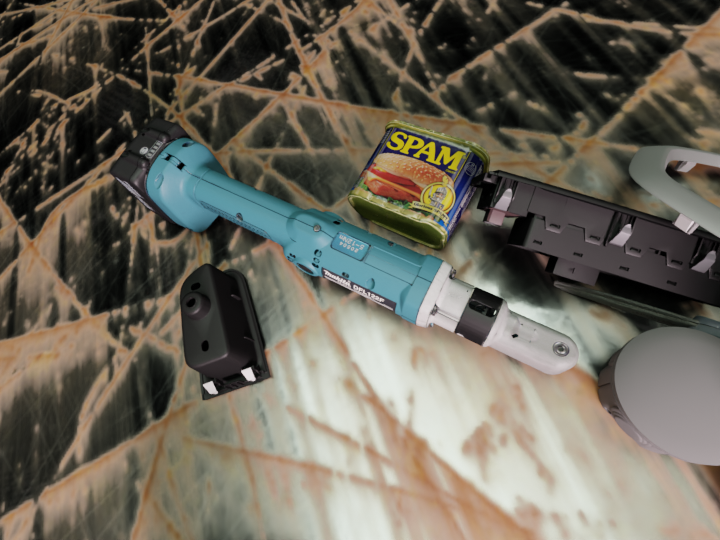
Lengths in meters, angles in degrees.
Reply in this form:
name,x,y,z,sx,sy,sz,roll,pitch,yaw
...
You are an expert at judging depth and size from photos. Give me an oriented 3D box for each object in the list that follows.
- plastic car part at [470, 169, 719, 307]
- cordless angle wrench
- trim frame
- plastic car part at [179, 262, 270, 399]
name,x,y,z,sx,sy,sz,roll,pitch,yaw
plastic car part,0.181,-0.020,0.306,0.206,0.065,0.067,15,88,6
cordless angle wrench,-0.036,-0.024,0.371,0.439,0.094,0.074,25,72,20
trim frame,0.286,-0.016,0.258,0.178,0.027,0.262,-9,42,-23
plastic car part,-0.132,0.045,0.375,0.066,0.068,0.120,-21,67,2
